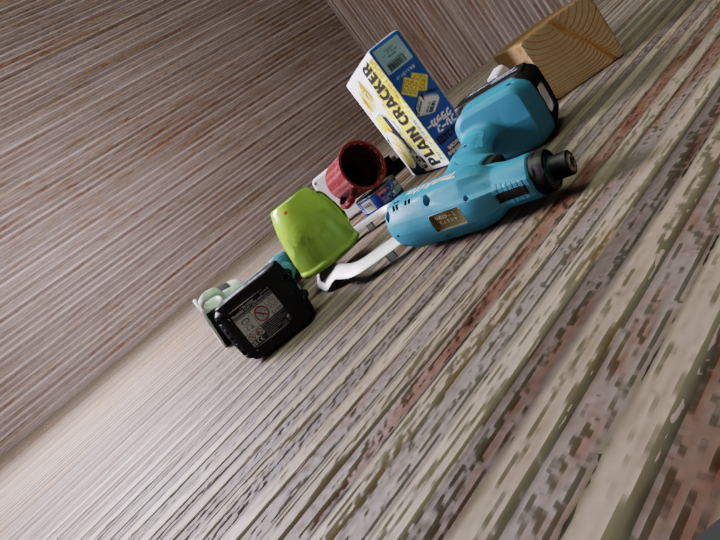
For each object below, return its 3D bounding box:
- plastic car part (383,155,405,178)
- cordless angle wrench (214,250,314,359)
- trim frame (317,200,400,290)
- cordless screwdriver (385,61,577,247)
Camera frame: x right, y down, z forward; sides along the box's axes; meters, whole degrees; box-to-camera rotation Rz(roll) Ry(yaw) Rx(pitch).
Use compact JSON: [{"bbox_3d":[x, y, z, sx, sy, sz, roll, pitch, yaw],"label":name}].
[{"bbox_3d":[0.032,-0.218,0.999,0.201,0.065,0.069,-48,21,-26],"label":"plastic car part"},{"bbox_3d":[-0.130,0.013,0.657,0.098,0.073,0.429,-38,12,0],"label":"cordless angle wrench"},{"bbox_3d":[0.015,-0.041,0.547,0.183,0.027,0.256,-41,16,-12],"label":"trim frame"},{"bbox_3d":[0.137,-0.123,0.407,0.165,0.072,0.247,-17,29,47],"label":"cordless screwdriver"}]
